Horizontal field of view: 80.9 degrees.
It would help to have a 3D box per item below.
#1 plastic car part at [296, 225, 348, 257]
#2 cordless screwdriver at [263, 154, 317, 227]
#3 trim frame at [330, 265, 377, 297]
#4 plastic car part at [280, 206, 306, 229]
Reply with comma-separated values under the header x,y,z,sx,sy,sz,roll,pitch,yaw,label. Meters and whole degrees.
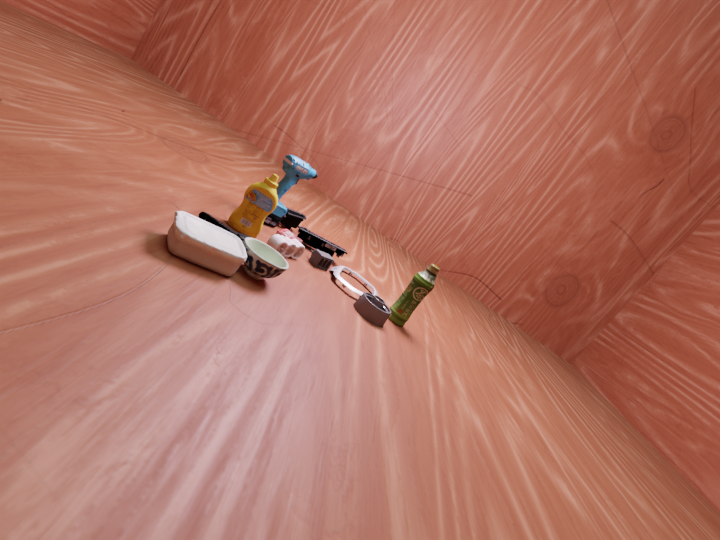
x,y,z,sx,sy,sz,roll,pitch,yaw,label
-0.148,-0.097,1.512,0.198,0.067,0.068,32,13,-14,plastic car part
-0.253,-0.265,1.444,0.078,0.249,0.151,44,15,30,cordless screwdriver
-0.020,0.041,1.420,0.185,0.027,0.248,35,12,0,trim frame
-0.256,-0.186,1.554,0.110,0.071,0.070,19,20,-51,plastic car part
